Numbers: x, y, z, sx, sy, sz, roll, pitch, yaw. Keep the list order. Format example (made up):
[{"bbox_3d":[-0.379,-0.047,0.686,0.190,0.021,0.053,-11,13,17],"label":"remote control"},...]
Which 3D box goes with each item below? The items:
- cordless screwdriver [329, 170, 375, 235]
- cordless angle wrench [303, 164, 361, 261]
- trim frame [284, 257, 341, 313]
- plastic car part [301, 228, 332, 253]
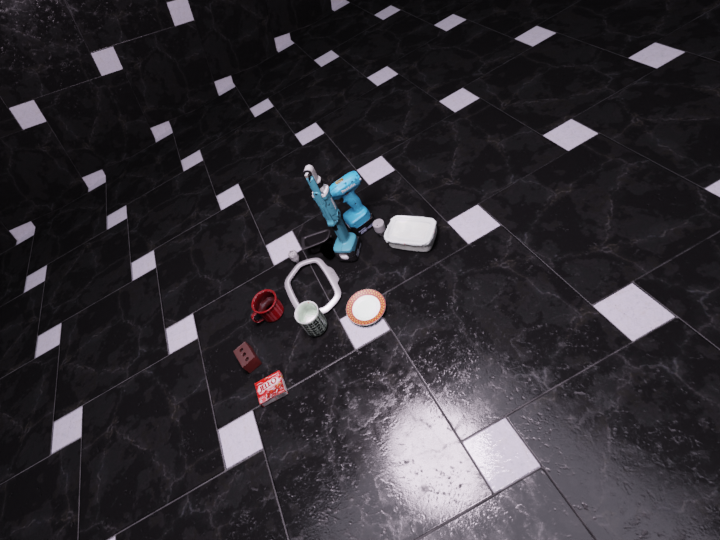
[{"bbox_3d":[-0.046,-0.221,1.491,0.159,0.236,0.078,-33,49,-5],"label":"cordless screwdriver"},{"bbox_3d":[-0.094,-0.183,1.373,0.077,0.402,0.099,1,54,22],"label":"cordless angle wrench"},{"bbox_3d":[-0.166,0.054,1.474,0.184,0.026,0.262,-33,49,-2],"label":"trim frame"},{"bbox_3d":[-0.152,-0.100,1.558,0.118,0.067,0.068,-17,50,11],"label":"plastic car part"}]
